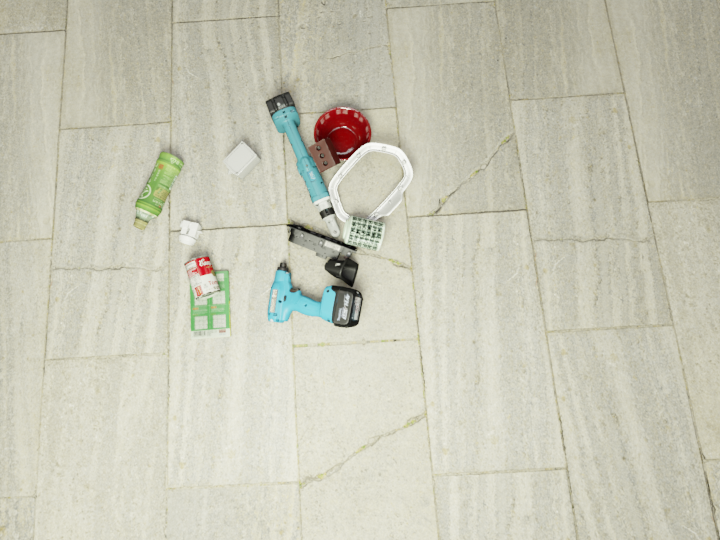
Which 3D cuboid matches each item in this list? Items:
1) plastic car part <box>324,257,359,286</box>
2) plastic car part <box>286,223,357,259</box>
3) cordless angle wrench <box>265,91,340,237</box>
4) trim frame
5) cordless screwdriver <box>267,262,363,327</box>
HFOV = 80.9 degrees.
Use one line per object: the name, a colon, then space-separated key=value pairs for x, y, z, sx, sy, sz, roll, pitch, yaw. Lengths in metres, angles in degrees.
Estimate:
plastic car part: x=-0.057 y=-0.004 z=1.110 sx=0.074 sy=0.111 sz=0.066 roll=11 pitch=80 yaw=24
plastic car part: x=-0.112 y=-0.073 z=1.148 sx=0.205 sy=0.066 sz=0.067 roll=25 pitch=107 yaw=4
cordless angle wrench: x=-0.148 y=-0.286 z=1.172 sx=0.074 sy=0.097 sz=0.428 roll=-23 pitch=83 yaw=-2
trim frame: x=0.027 y=-0.233 z=1.155 sx=0.183 sy=0.027 sz=0.249 roll=43 pitch=97 yaw=-2
cordless screwdriver: x=-0.121 y=0.062 z=1.078 sx=0.258 sy=0.071 sz=0.160 roll=2 pitch=79 yaw=25
